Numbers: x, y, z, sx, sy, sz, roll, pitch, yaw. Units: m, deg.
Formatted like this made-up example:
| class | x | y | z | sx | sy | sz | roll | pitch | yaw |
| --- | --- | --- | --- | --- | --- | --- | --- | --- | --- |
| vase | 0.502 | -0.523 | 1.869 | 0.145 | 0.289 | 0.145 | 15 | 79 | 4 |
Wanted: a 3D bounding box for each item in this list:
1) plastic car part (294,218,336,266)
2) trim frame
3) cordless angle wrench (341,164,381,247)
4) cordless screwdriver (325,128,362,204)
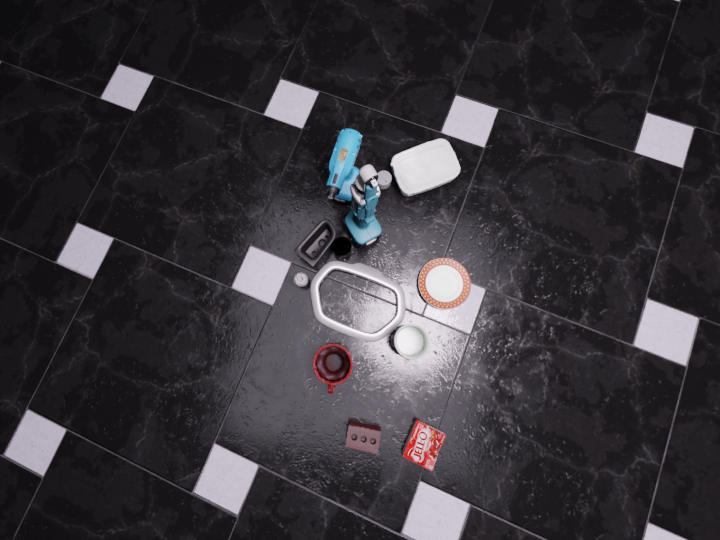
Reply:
| class | x | y | z | sx | sy | sz | roll | pitch | yaw |
| --- | --- | --- | --- | --- | --- | --- | --- | --- | --- |
| plastic car part | -0.106 | -0.069 | 1.085 | 0.067 | 0.070 | 0.116 | 39 | 83 | 7 |
| trim frame | -0.008 | 0.073 | 1.070 | 0.252 | 0.027 | 0.185 | 19 | 81 | 8 |
| cordless angle wrench | 0.007 | -0.138 | 0.914 | 0.074 | 0.417 | 0.099 | -29 | 83 | -5 |
| cordless screwdriver | -0.044 | -0.217 | 1.021 | 0.075 | 0.245 | 0.160 | 17 | 81 | 2 |
